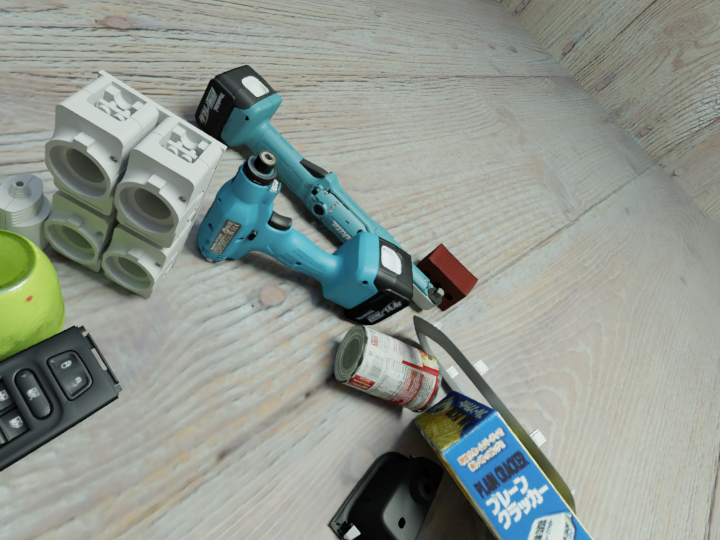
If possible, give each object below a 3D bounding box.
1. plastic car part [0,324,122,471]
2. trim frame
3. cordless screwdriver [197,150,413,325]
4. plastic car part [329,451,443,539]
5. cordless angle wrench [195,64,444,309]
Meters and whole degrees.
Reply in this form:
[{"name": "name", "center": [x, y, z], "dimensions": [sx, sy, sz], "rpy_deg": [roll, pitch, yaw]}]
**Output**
[{"name": "plastic car part", "center": [-0.272, 0.117, 0.277], "dimensions": [0.198, 0.068, 0.067], "rpy_deg": [-33, 88, -40]}, {"name": "trim frame", "center": [0.139, 0.150, 0.469], "dimensions": [0.027, 0.178, 0.258], "rpy_deg": [-35, 69, -9]}, {"name": "cordless screwdriver", "center": [-0.047, -0.030, 0.476], "dimensions": [0.240, 0.161, 0.076], "rpy_deg": [24, 49, -20]}, {"name": "plastic car part", "center": [0.039, 0.219, 0.404], "dimensions": [0.067, 0.071, 0.114], "rpy_deg": [48, 48, 3]}, {"name": "cordless angle wrench", "center": [-0.046, -0.098, 0.587], "dimensions": [0.421, 0.099, 0.073], "rpy_deg": [45, 44, -2]}]
